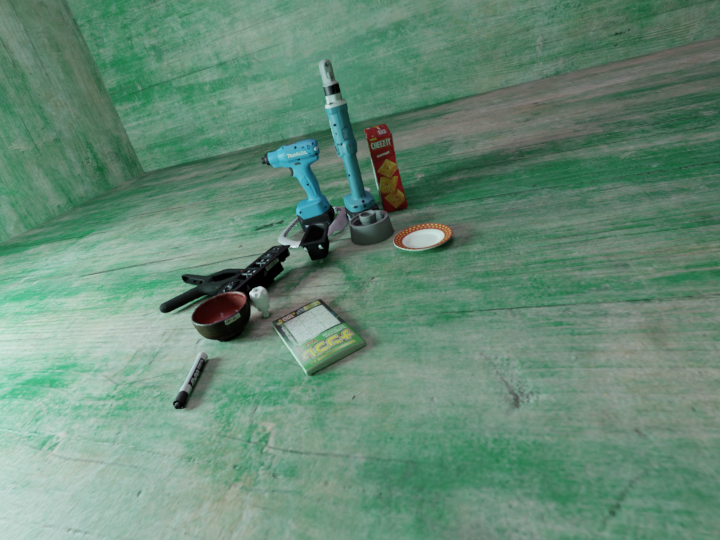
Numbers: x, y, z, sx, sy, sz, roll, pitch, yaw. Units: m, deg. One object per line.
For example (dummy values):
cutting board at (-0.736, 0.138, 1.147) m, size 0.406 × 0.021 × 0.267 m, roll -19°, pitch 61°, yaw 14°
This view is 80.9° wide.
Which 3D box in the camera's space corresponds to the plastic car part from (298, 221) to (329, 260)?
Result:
plastic car part at (-0.099, -0.065, 1.013) m, size 0.067 × 0.068 × 0.118 m, roll -10°, pitch 27°, yaw 12°

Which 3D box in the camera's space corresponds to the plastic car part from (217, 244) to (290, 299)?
plastic car part at (-0.232, 0.014, 0.943) m, size 0.070 × 0.065 × 0.199 m, roll 6°, pitch 34°, yaw 38°

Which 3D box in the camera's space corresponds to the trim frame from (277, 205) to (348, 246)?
trim frame at (-0.128, -0.125, 1.190) m, size 0.191 × 0.026 × 0.248 m, roll -4°, pitch 29°, yaw 23°

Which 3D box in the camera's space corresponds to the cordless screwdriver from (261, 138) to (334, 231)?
cordless screwdriver at (-0.167, -0.226, 1.167) m, size 0.162 × 0.241 × 0.075 m, roll -10°, pitch 24°, yaw 12°

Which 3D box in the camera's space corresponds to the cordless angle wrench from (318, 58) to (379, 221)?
cordless angle wrench at (-0.037, -0.317, 1.078) m, size 0.074 × 0.409 × 0.102 m, roll -19°, pitch 24°, yaw -9°
